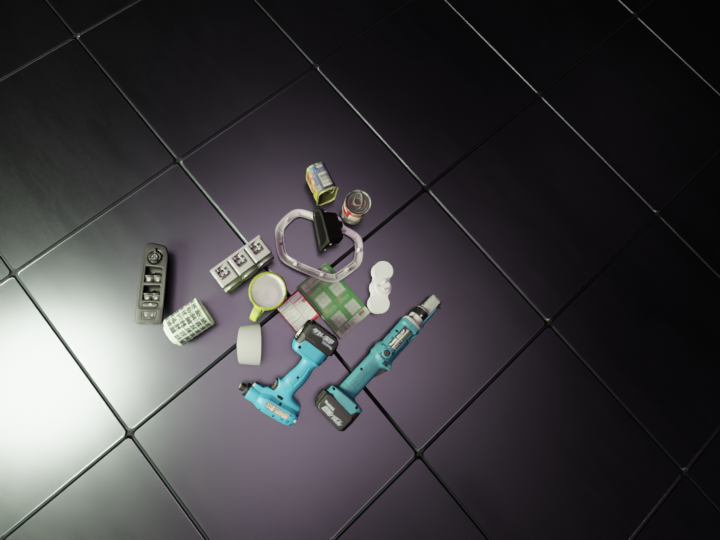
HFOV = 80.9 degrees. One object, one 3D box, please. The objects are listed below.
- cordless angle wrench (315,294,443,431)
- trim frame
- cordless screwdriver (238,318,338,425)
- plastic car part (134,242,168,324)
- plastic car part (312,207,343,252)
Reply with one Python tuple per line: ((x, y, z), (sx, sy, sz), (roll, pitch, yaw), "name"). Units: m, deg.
((0.061, 0.213, 1.074), (0.099, 0.074, 0.420), (44, 75, 3), "cordless angle wrench")
((-0.111, -0.073, 1.138), (0.250, 0.027, 0.185), (22, 68, 2), "trim frame")
((-0.172, 0.234, 1.030), (0.158, 0.075, 0.249), (32, 85, -5), "cordless screwdriver")
((-0.514, 0.033, 1.063), (0.066, 0.066, 0.205), (0, 81, -1), "plastic car part")
((-0.080, -0.114, 1.120), (0.068, 0.067, 0.120), (-1, 67, -26), "plastic car part")
